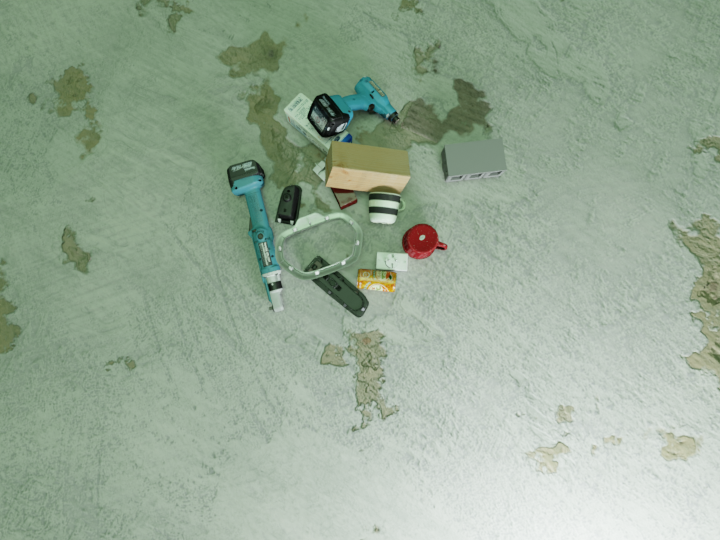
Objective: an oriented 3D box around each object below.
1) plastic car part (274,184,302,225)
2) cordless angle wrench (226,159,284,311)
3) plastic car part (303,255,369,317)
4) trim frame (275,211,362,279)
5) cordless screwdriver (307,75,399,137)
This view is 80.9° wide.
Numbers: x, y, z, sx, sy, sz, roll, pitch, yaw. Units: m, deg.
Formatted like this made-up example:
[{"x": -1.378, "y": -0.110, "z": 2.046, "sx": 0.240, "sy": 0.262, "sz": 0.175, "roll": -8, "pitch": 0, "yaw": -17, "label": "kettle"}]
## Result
[{"x": -0.202, "y": -0.190, "z": 1.179, "sx": 0.066, "sy": 0.070, "sz": 0.117, "roll": 10, "pitch": 88, "yaw": 2, "label": "plastic car part"}, {"x": -0.275, "y": -0.094, "z": 1.177, "sx": 0.098, "sy": 0.073, "sz": 0.427, "roll": -16, "pitch": 84, "yaw": 3, "label": "cordless angle wrench"}, {"x": -0.061, "y": 0.043, "z": 1.141, "sx": 0.206, "sy": 0.066, "sz": 0.066, "roll": 41, "pitch": 81, "yaw": 6, "label": "plastic car part"}, {"x": -0.112, "y": -0.073, "z": 1.148, "sx": 0.247, "sy": 0.027, "sz": 0.191, "roll": -21, "pitch": 64, "yaw": -5, "label": "trim frame"}, {"x": -0.012, "y": -0.429, "z": 1.142, "sx": 0.244, "sy": 0.074, "sz": 0.162, "roll": -36, "pitch": 81, "yaw": -33, "label": "cordless screwdriver"}]
